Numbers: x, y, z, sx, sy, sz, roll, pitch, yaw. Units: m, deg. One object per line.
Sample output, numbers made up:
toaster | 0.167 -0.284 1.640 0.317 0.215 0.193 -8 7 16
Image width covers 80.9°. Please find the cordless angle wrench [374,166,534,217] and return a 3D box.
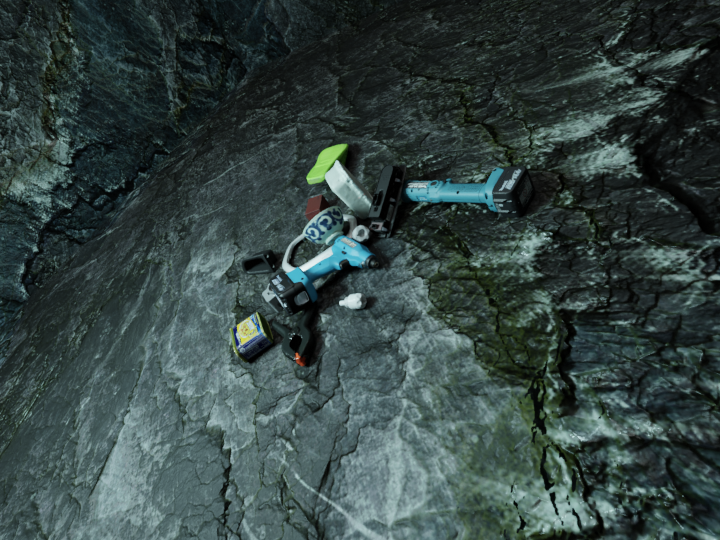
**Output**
cordless angle wrench | 0.192 -0.195 1.036 0.446 0.071 0.098 12 59 48

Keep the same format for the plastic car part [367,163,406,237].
plastic car part | 0.062 -0.188 1.085 0.069 0.064 0.204 3 70 55

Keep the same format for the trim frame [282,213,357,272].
trim frame | -0.116 -0.076 1.189 0.249 0.026 0.193 -34 36 2

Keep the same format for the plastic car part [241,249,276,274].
plastic car part | -0.299 -0.031 1.268 0.121 0.064 0.070 -7 30 38

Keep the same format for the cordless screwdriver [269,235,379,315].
cordless screwdriver | -0.084 0.012 1.012 0.245 0.071 0.168 -35 35 -17
